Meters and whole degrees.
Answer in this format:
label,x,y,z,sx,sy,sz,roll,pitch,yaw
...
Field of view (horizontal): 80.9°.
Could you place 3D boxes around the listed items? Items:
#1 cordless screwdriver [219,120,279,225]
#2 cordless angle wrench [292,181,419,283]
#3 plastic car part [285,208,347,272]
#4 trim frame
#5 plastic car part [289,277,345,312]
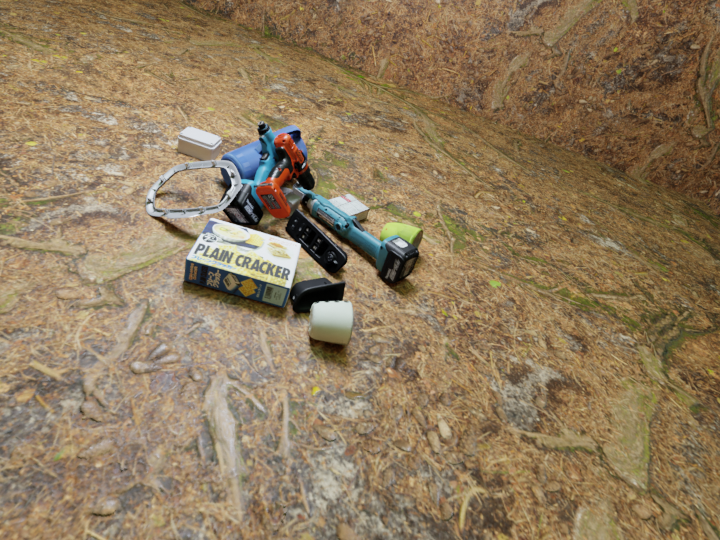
label,x,y,z,sx,sy,sz,roll,pitch,yaw
cordless screwdriver,-0.262,-0.243,1.057,0.077,0.151,0.250,7,55,24
cordless angle wrench,-0.041,-0.122,1.129,0.445,0.096,0.072,37,38,29
plastic car part,-0.103,-0.067,1.049,0.214,0.066,0.063,45,16,32
trim frame,-0.398,-0.193,1.001,0.254,0.026,0.188,0,59,13
plastic car part,-0.101,0.045,0.906,0.112,0.065,0.075,-5,28,-26
